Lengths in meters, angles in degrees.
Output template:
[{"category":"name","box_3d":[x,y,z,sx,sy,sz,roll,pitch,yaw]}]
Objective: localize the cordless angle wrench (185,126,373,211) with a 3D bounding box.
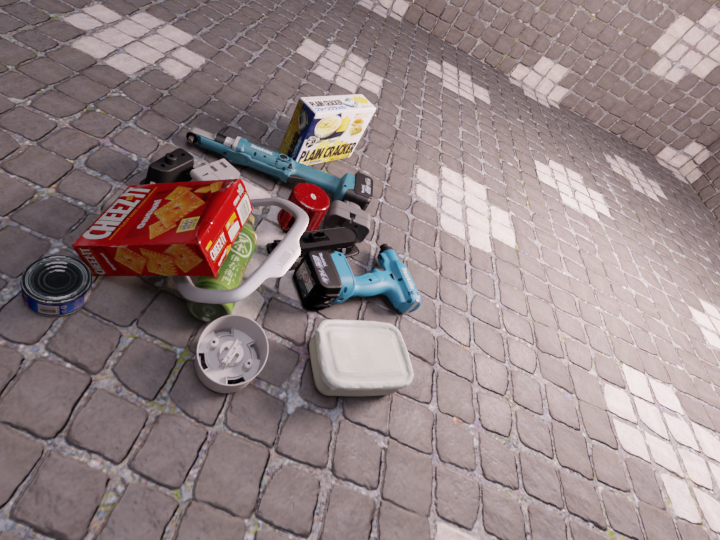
[{"category":"cordless angle wrench","box_3d":[-0.179,-0.231,0.946,0.416,0.074,0.100,19,44,-9]}]

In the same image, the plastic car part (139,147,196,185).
[{"category":"plastic car part","box_3d":[-0.360,-0.194,0.805,0.066,0.071,0.116,34,39,1]}]

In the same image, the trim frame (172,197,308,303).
[{"category":"trim frame","box_3d":[-0.187,-0.040,0.667,0.192,0.026,0.248,15,48,22]}]

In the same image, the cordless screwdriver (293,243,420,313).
[{"category":"cordless screwdriver","box_3d":[-0.007,0.003,0.819,0.238,0.074,0.166,5,48,-32]}]

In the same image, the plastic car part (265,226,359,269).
[{"category":"plastic car part","box_3d":[-0.082,-0.054,0.840,0.194,0.067,0.069,-8,50,-38]}]
